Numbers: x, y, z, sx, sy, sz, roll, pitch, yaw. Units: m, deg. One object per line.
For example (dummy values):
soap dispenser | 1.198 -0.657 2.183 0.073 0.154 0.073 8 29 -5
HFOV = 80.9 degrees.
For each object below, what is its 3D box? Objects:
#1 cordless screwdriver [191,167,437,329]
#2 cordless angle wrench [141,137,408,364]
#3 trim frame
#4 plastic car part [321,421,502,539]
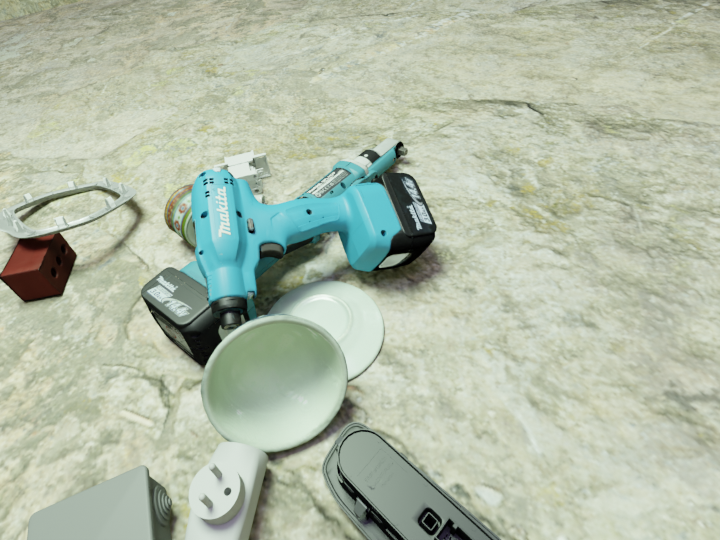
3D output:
cordless screwdriver | -0.043 -0.028 0.439 0.241 0.074 0.164 -4 64 -22
cordless angle wrench | -0.070 -0.066 0.539 0.103 0.071 0.418 25 53 28
trim frame | -0.439 -0.098 0.622 0.263 0.026 0.180 21 43 41
plastic car part | 0.049 0.182 0.289 0.214 0.064 0.066 31 65 35
